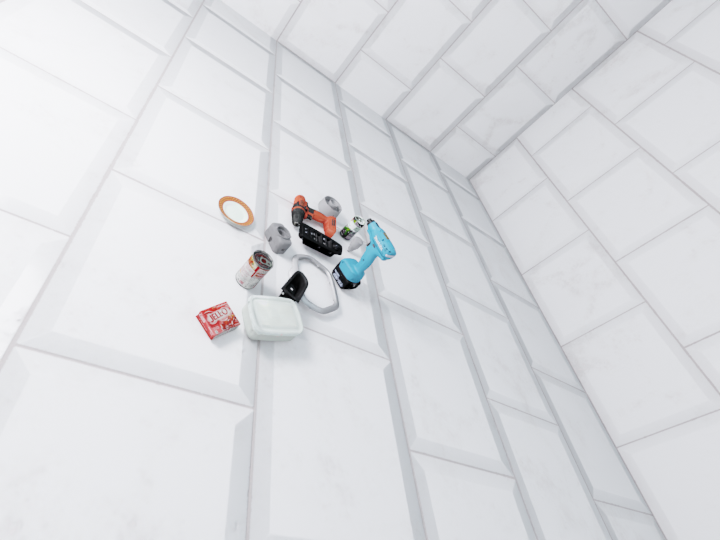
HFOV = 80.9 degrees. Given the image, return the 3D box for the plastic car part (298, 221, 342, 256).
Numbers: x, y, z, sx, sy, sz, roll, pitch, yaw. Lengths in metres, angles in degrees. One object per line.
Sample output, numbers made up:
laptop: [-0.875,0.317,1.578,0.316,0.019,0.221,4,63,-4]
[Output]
plastic car part: [-0.149,-0.097,1.524,0.193,0.068,0.069,23,38,-31]

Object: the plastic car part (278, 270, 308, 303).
plastic car part: [-0.206,0.060,1.265,0.065,0.072,0.117,41,31,-8]

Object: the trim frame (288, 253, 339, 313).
trim frame: [-0.153,0.042,1.391,0.175,0.028,0.259,20,39,-35]

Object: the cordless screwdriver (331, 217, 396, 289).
cordless screwdriver: [0.001,-0.053,1.466,0.070,0.251,0.166,5,51,-48]
